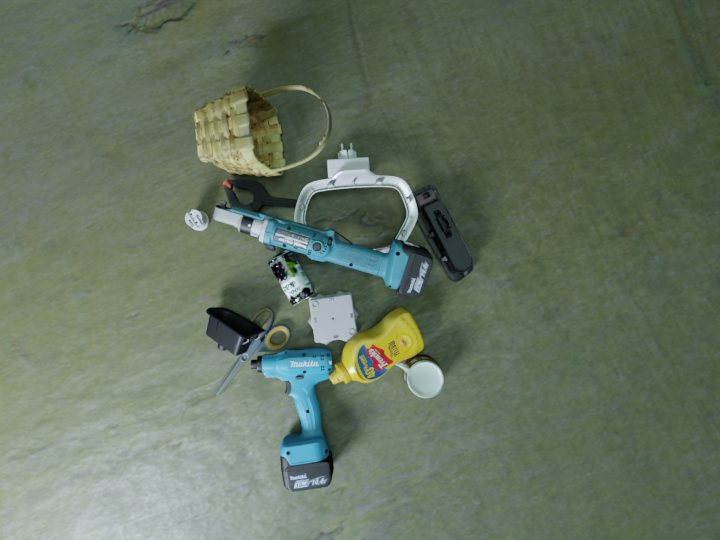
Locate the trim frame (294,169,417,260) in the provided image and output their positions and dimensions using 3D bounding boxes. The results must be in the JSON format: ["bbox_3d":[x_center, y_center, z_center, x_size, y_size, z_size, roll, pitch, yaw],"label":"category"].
[{"bbox_3d":[-0.010,-0.108,0.847,0.250,0.028,0.182,-2,99,3],"label":"trim frame"}]

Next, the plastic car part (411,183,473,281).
[{"bbox_3d":[0.170,-0.077,0.844,0.066,0.067,0.203,-26,88,-10],"label":"plastic car part"}]

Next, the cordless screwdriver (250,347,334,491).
[{"bbox_3d":[-0.130,0.279,0.814,0.159,0.074,0.251,-3,82,-3],"label":"cordless screwdriver"}]

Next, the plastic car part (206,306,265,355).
[{"bbox_3d":[-0.258,0.126,0.834,0.122,0.063,0.070,22,101,24],"label":"plastic car part"}]

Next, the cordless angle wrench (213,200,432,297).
[{"bbox_3d":[-0.080,-0.052,0.815,0.423,0.075,0.097,16,101,0],"label":"cordless angle wrench"}]
